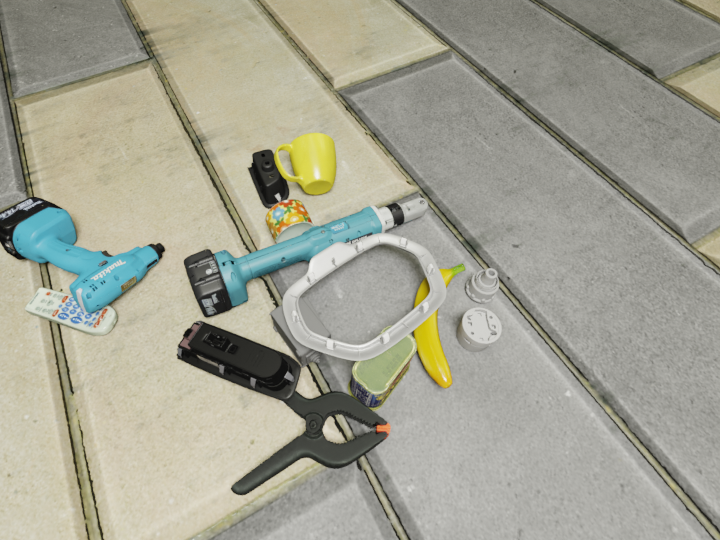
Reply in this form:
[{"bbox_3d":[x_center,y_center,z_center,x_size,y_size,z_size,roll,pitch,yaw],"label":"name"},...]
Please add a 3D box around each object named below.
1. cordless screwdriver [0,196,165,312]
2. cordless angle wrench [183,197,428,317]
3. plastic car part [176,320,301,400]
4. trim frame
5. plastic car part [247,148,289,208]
[{"bbox_3d":[-0.468,-0.043,0.709,0.256,0.073,0.158,27,44,15],"label":"cordless screwdriver"},{"bbox_3d":[-0.068,-0.045,0.698,0.415,0.096,0.077,-22,66,-16],"label":"cordless angle wrench"},{"bbox_3d":[-0.175,0.115,0.594,0.211,0.064,0.066,17,51,22],"label":"plastic car part"},{"bbox_3d":[0.006,0.025,0.606,0.244,0.026,0.194,-34,53,-22],"label":"trim frame"},{"bbox_3d":[-0.173,-0.182,0.794,0.065,0.069,0.122,-18,57,-11],"label":"plastic car part"}]
